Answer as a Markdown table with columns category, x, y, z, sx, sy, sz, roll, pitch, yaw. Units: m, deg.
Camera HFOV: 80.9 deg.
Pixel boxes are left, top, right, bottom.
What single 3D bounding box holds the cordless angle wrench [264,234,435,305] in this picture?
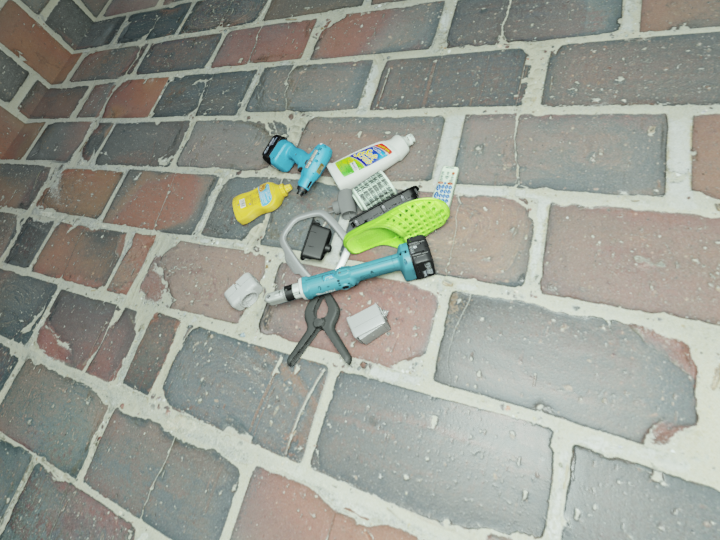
| category | x | y | z | sx | sy | sz | roll | pitch | yaw |
| --- | --- | --- | --- | --- | --- | --- | --- | --- | --- |
| cordless angle wrench | -0.038 | 0.019 | 1.032 | 0.429 | 0.093 | 0.077 | -15 | 58 | 11 |

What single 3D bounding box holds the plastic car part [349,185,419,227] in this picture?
| category | x | y | z | sx | sy | sz | roll | pitch | yaw |
| --- | --- | --- | --- | --- | --- | --- | --- | --- | --- |
| plastic car part | 0.072 | -0.156 | 1.109 | 0.204 | 0.063 | 0.069 | -32 | 68 | 6 |

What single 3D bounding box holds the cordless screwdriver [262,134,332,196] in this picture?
| category | x | y | z | sx | sy | sz | roll | pitch | yaw |
| --- | --- | --- | --- | --- | --- | --- | --- | --- | --- |
| cordless screwdriver | -0.204 | -0.318 | 1.270 | 0.263 | 0.070 | 0.159 | 27 | 87 | 42 |

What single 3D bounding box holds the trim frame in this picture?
| category | x | y | z | sx | sy | sz | roll | pitch | yaw |
| --- | --- | --- | --- | --- | --- | --- | --- | --- | --- |
| trim frame | -0.129 | -0.069 | 1.173 | 0.184 | 0.026 | 0.261 | -40 | 59 | 0 |

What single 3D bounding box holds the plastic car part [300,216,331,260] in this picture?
| category | x | y | z | sx | sy | sz | roll | pitch | yaw |
| --- | --- | --- | --- | --- | --- | --- | --- | --- | --- |
| plastic car part | -0.110 | -0.072 | 1.126 | 0.072 | 0.064 | 0.118 | 11 | 73 | 11 |
